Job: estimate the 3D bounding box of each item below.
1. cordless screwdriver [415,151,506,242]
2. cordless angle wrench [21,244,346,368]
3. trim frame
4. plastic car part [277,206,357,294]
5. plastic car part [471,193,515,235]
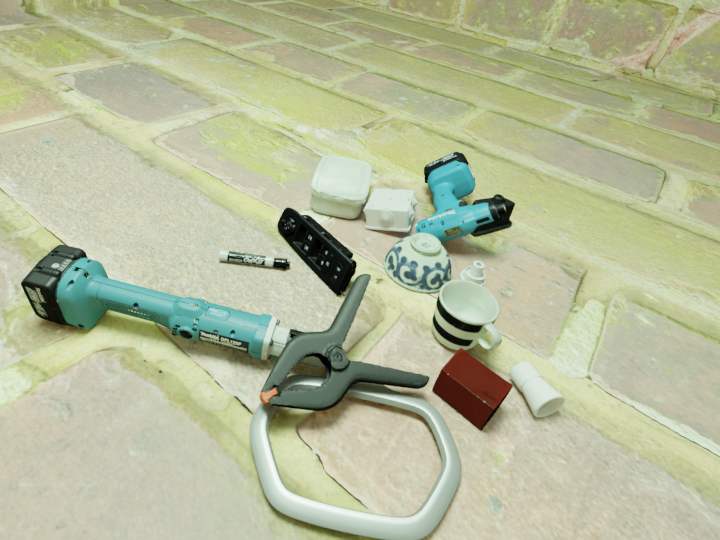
[{"bbox_3d":[0.199,-0.153,0.847,0.164,0.071,0.252,-18,34,27],"label":"cordless screwdriver"},{"bbox_3d":[-0.226,0.066,0.570,0.425,0.096,0.075,14,44,2],"label":"cordless angle wrench"},{"bbox_3d":[-0.007,0.202,0.494,0.250,0.027,0.188,8,42,2],"label":"trim frame"},{"bbox_3d":[-0.073,-0.047,0.742,0.064,0.065,0.214,-17,46,-42],"label":"plastic car part"},{"bbox_3d":[0.270,-0.124,0.878,0.113,0.069,0.069,-15,48,-21],"label":"plastic car part"}]
